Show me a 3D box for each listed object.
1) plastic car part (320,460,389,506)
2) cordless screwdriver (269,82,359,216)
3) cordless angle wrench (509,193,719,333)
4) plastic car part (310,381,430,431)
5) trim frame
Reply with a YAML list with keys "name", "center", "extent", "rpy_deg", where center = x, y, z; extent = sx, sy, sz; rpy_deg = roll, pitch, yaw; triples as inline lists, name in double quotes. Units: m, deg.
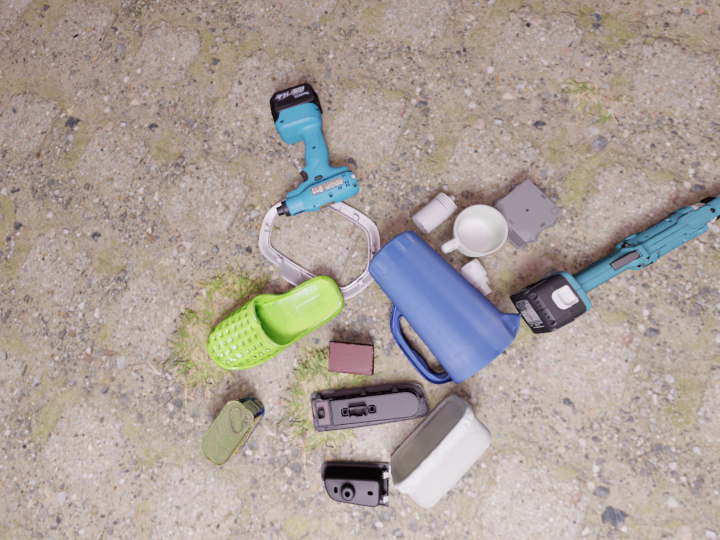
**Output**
- name: "plastic car part"
  center: [-0.011, 0.352, 0.687]
  extent: [0.118, 0.069, 0.067]
  rpy_deg: [1, 78, 5]
- name: "cordless screwdriver"
  center: [-0.117, -0.228, 0.817]
  extent: [0.160, 0.072, 0.255]
  rpy_deg: [-22, 73, 2]
- name: "cordless angle wrench"
  center: [0.455, -0.032, 0.693]
  extent: [0.422, 0.096, 0.076]
  rpy_deg: [-29, 78, -3]
- name: "plastic car part"
  center: [0.015, 0.230, 0.716]
  extent: [0.204, 0.065, 0.068]
  rpy_deg: [-9, 72, 4]
- name: "trim frame"
  center: [-0.079, -0.052, 0.806]
  extent: [0.254, 0.027, 0.184]
  rpy_deg: [30, 85, 12]
